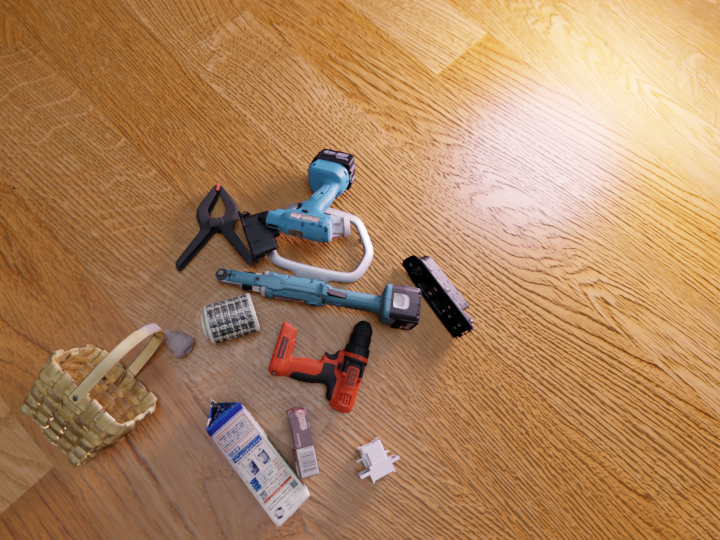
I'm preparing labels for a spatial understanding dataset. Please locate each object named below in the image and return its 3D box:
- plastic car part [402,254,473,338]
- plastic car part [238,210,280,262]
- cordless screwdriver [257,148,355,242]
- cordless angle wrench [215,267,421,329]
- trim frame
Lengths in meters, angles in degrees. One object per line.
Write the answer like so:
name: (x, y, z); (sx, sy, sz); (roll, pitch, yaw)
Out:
plastic car part: (0.175, 0.043, 0.921); (0.066, 0.066, 0.208); (-32, 76, -28)
plastic car part: (-0.210, -0.079, 0.910); (0.071, 0.064, 0.120); (-25, 72, 0)
cordless screwdriver: (-0.109, -0.168, 0.924); (0.163, 0.072, 0.251); (11, 50, 12)
cordless angle wrench: (-0.093, 0.046, 0.881); (0.424, 0.096, 0.075); (10, 70, 1)
trim frame: (-0.093, -0.061, 0.949); (0.247, 0.027, 0.187); (13, 67, -4)
